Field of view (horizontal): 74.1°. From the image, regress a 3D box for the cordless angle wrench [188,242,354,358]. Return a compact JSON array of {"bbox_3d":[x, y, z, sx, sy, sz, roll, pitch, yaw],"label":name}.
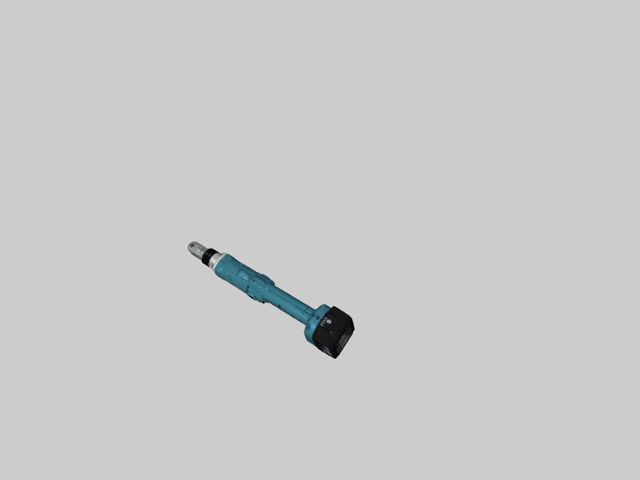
[{"bbox_3d":[-0.127,0.101,0.895,0.423,0.074,0.098,27,-22,23],"label":"cordless angle wrench"}]
